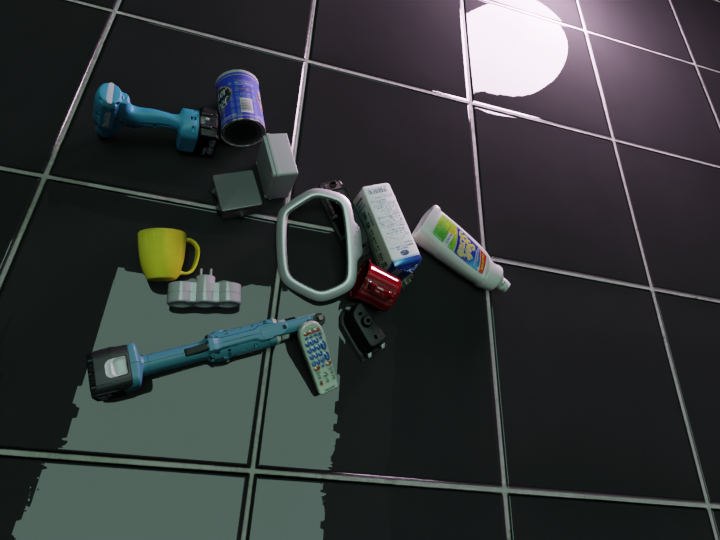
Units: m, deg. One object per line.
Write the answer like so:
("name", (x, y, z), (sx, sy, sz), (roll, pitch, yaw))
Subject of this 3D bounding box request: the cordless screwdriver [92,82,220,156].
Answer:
("cordless screwdriver", (-0.437, -0.307, 0.911), (0.238, 0.163, 0.076), (7, 70, -31))

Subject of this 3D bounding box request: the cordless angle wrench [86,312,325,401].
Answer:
("cordless angle wrench", (-0.260, 0.139, 0.779), (0.410, 0.098, 0.076), (-12, 73, -24))

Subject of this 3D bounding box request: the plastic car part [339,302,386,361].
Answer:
("plastic car part", (0.008, 0.117, 0.863), (0.064, 0.071, 0.118), (-28, 81, -26))

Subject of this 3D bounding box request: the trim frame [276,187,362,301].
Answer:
("trim frame", (-0.089, -0.058, 0.908), (0.185, 0.027, 0.252), (-5, 76, 1))

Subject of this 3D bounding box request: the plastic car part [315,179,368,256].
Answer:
("plastic car part", (-0.031, -0.125, 0.967), (0.064, 0.068, 0.207), (-14, 74, -29))
